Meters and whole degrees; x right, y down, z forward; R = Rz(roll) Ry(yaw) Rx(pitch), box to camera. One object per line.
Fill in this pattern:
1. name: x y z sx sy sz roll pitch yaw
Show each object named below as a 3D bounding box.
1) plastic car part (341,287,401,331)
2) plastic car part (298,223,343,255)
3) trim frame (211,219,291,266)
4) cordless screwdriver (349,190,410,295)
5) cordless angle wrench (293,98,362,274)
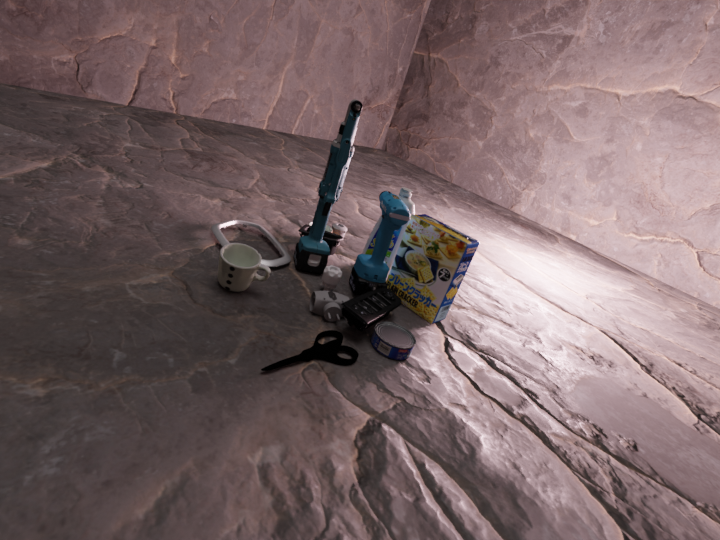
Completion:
1. plastic car part: 0.027 0.086 0.901 0.069 0.066 0.196 28 26 23
2. plastic car part: -0.113 -0.074 1.155 0.119 0.070 0.065 21 23 8
3. trim frame: -0.282 -0.073 1.095 0.176 0.027 0.263 -3 30 -38
4. cordless screwdriver: 0.042 -0.066 1.020 0.072 0.246 0.165 13 23 -16
5. cordless angle wrench: -0.072 -0.194 1.010 0.072 0.418 0.102 12 23 -18
